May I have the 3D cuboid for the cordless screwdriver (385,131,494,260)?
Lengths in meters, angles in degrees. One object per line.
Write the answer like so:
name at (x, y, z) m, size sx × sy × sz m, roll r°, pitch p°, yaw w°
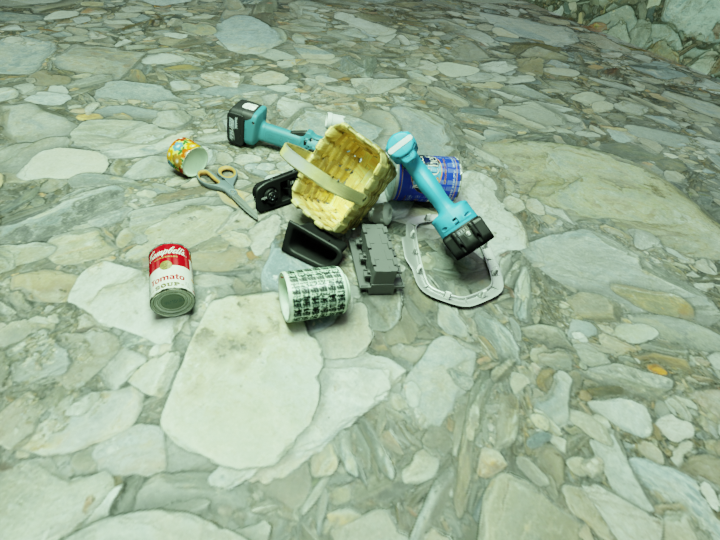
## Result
cordless screwdriver at (0.137, -0.141, 0.779) m, size 0.251 × 0.075 × 0.156 m, roll 55°, pitch 13°, yaw 4°

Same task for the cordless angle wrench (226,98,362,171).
cordless angle wrench at (-0.110, -0.297, 1.006) m, size 0.428 × 0.096 × 0.075 m, roll 19°, pitch 45°, yaw 6°

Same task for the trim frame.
trim frame at (0.170, -0.031, 0.807) m, size 0.183 × 0.027 × 0.256 m, roll 3°, pitch 46°, yaw -3°

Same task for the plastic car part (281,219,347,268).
plastic car part at (-0.076, -0.050, 0.778) m, size 0.120 × 0.065 × 0.070 m, roll 26°, pitch 32°, yaw 13°

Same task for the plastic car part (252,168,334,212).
plastic car part at (-0.149, -0.187, 0.900) m, size 0.071 × 0.064 × 0.198 m, roll 31°, pitch 49°, yaw 34°
